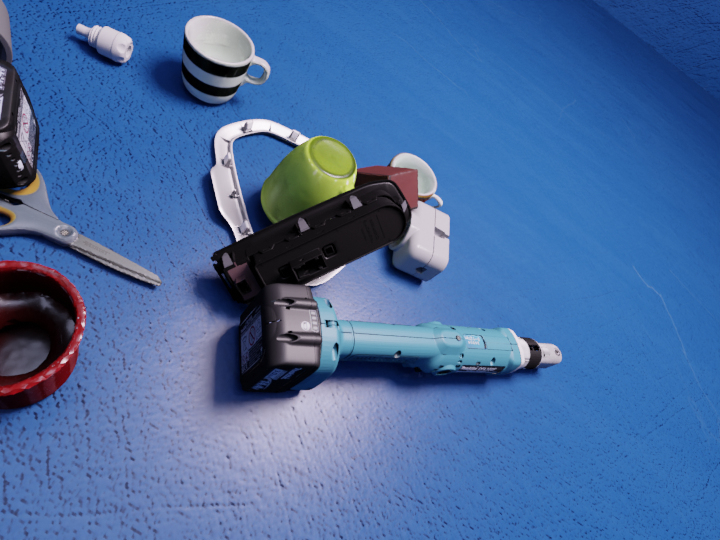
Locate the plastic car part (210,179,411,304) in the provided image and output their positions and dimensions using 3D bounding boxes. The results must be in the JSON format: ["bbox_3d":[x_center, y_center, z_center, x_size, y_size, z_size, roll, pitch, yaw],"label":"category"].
[{"bbox_3d":[-0.040,-0.026,0.407,0.202,0.069,0.064,-27,112,-5],"label":"plastic car part"}]

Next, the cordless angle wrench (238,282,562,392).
[{"bbox_3d":[0.081,0.086,0.464,0.405,0.099,0.077,9,56,-28],"label":"cordless angle wrench"}]

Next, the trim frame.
[{"bbox_3d":[-0.092,-0.095,0.525,0.177,0.028,0.256,-6,65,-30],"label":"trim frame"}]

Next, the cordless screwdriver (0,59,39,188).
[{"bbox_3d":[-0.398,-0.099,0.320,0.242,0.074,0.164,-2,62,-18],"label":"cordless screwdriver"}]
